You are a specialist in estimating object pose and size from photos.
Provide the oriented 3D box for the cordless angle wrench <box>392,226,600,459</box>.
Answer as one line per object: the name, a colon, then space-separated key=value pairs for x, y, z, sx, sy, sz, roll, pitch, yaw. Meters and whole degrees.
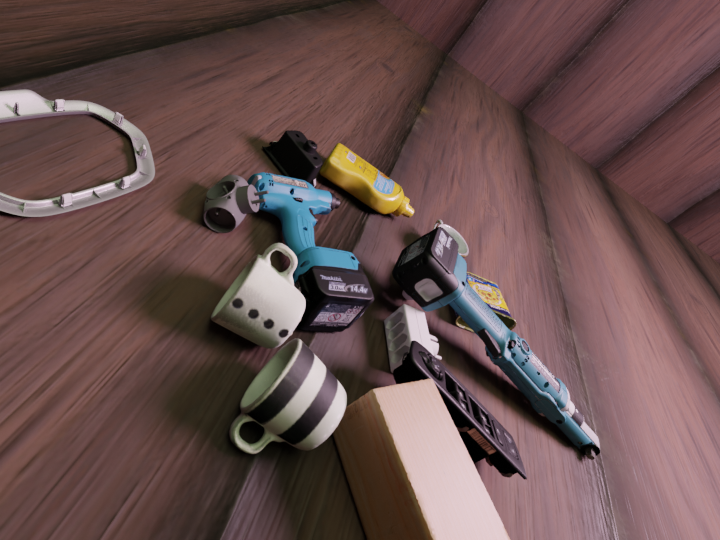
cordless angle wrench: x=0.218 y=0.121 z=0.625 sx=0.417 sy=0.076 sz=0.097 roll=47 pitch=37 yaw=-7

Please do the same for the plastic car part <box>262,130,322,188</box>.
plastic car part: x=-0.102 y=-0.195 z=0.722 sx=0.063 sy=0.071 sz=0.121 roll=-17 pitch=61 yaw=-47

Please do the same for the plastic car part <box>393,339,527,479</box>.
plastic car part: x=0.110 y=0.167 z=0.508 sx=0.199 sy=0.068 sz=0.066 roll=50 pitch=26 yaw=-10

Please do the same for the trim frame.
trim frame: x=-0.360 y=-0.145 z=0.495 sx=0.187 sy=0.027 sz=0.244 roll=42 pitch=39 yaw=6

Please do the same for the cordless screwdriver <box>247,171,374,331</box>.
cordless screwdriver: x=-0.058 y=-0.038 z=0.595 sx=0.151 sy=0.074 sz=0.261 roll=4 pitch=45 yaw=-38
